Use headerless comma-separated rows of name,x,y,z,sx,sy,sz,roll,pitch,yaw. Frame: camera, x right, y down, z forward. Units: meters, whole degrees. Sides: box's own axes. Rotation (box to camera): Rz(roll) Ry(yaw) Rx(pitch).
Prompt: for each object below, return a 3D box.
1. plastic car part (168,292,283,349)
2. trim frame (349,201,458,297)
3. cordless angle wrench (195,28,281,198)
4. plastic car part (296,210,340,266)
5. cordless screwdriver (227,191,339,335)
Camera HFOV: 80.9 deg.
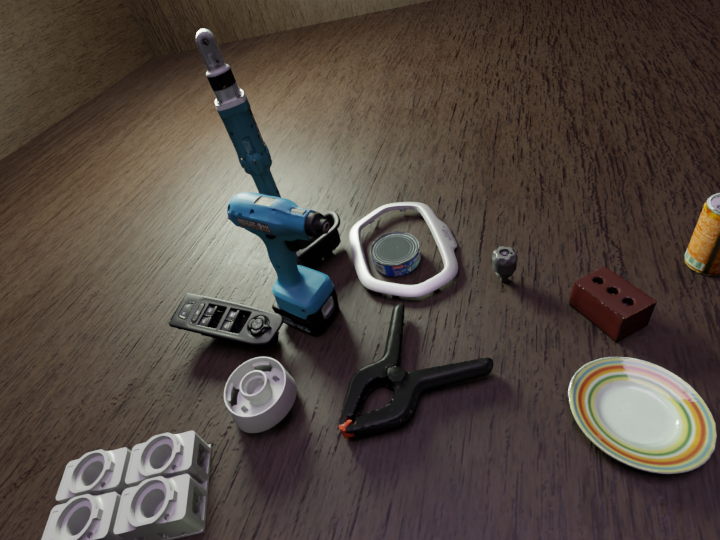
plastic car part,-0.218,0.093,0.703,0.211,0.064,0.067,5,47,25
trim frame,0.075,-0.045,0.763,0.185,0.026,0.258,-17,42,4
cordless angle wrench,-0.186,-0.199,0.741,0.074,0.404,0.102,-19,41,-3
plastic car part,-0.078,-0.051,0.797,0.115,0.068,0.070,-35,44,-17
cordless screwdriver,-0.089,-0.004,0.625,0.167,0.238,0.074,15,51,32
